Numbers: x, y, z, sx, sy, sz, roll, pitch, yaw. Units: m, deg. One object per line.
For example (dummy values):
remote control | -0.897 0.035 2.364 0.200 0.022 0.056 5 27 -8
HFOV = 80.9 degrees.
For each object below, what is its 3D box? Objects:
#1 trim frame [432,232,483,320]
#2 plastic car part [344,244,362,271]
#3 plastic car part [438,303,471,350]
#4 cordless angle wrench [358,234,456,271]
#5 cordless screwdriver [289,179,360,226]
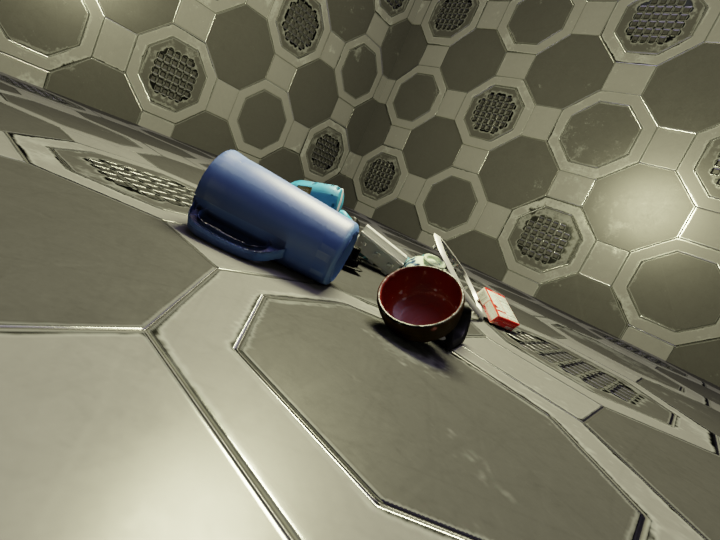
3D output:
trim frame | 0.219 0.015 0.949 0.234 0.028 0.191 39 29 -46
plastic car part | -0.083 -0.054 0.846 0.199 0.067 0.068 25 2 -11
plastic car part | 0.123 0.076 0.643 0.074 0.066 0.112 13 1 24
cordless angle wrench | 0.029 -0.052 1.075 0.419 0.074 0.099 21 10 -4
cordless screwdriver | -0.094 -0.118 0.890 0.164 0.075 0.239 13 -13 16
